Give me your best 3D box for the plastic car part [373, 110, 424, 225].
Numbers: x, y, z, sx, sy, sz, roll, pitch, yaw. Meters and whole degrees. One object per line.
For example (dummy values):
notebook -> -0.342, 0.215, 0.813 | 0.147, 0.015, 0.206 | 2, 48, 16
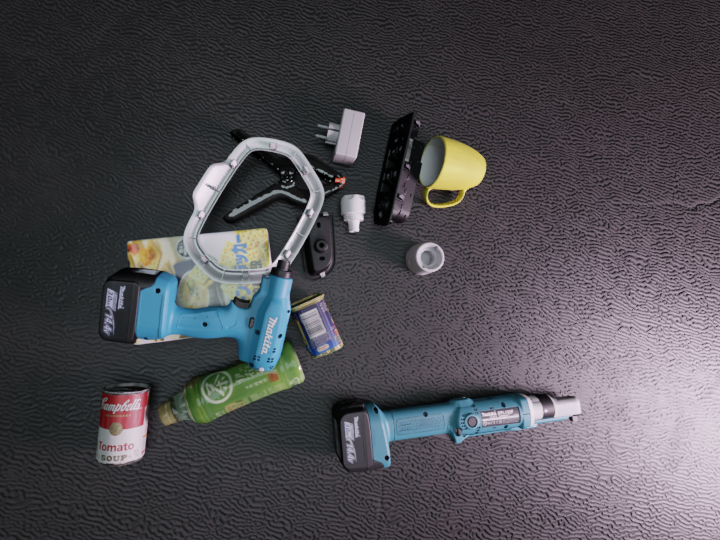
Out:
plastic car part -> 0.070, -0.168, 0.740 | 0.064, 0.069, 0.204 | 23, 78, -32

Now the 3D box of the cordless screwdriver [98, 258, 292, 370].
cordless screwdriver -> -0.221, 0.042, 0.594 | 0.244, 0.076, 0.159 | 12, 94, -10

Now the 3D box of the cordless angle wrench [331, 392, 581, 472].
cordless angle wrench -> 0.168, 0.242, 0.692 | 0.417, 0.075, 0.099 | -4, 85, -9

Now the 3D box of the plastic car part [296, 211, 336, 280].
plastic car part -> -0.068, -0.045, 0.700 | 0.065, 0.071, 0.118 | -5, 81, -8

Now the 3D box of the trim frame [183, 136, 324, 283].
trim frame -> -0.164, -0.095, 0.654 | 0.184, 0.027, 0.249 | 28, 80, 0
